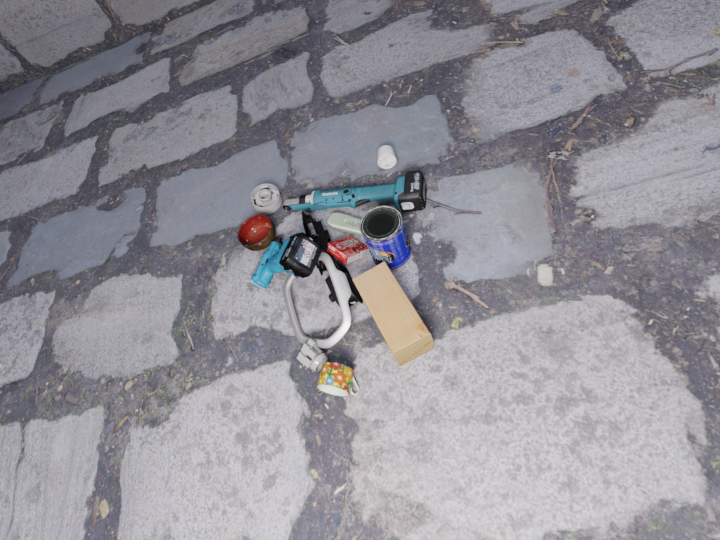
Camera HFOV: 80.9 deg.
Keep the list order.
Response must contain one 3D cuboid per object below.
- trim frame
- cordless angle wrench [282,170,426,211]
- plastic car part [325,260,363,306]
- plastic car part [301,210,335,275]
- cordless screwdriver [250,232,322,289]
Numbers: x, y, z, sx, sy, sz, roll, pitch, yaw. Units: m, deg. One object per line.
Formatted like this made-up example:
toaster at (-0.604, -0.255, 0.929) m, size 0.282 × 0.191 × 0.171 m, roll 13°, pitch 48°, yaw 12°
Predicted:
trim frame at (-0.108, 0.071, 1.047) m, size 0.187 × 0.026 × 0.258 m, roll -32°, pitch 59°, yaw 22°
cordless angle wrench at (-0.032, -0.208, 1.208) m, size 0.437 × 0.070 × 0.100 m, roll -2°, pitch 58°, yaw 22°
plastic car part at (-0.050, 0.047, 1.062) m, size 0.072 × 0.062 × 0.122 m, roll -34°, pitch 56°, yaw 15°
plastic car part at (-0.114, -0.074, 1.162) m, size 0.066 × 0.065 × 0.212 m, roll -7°, pitch 52°, yaw -15°
cordless screwdriver at (-0.194, -0.043, 1.102) m, size 0.257 × 0.071 × 0.161 m, roll -16°, pitch 47°, yaw 52°
